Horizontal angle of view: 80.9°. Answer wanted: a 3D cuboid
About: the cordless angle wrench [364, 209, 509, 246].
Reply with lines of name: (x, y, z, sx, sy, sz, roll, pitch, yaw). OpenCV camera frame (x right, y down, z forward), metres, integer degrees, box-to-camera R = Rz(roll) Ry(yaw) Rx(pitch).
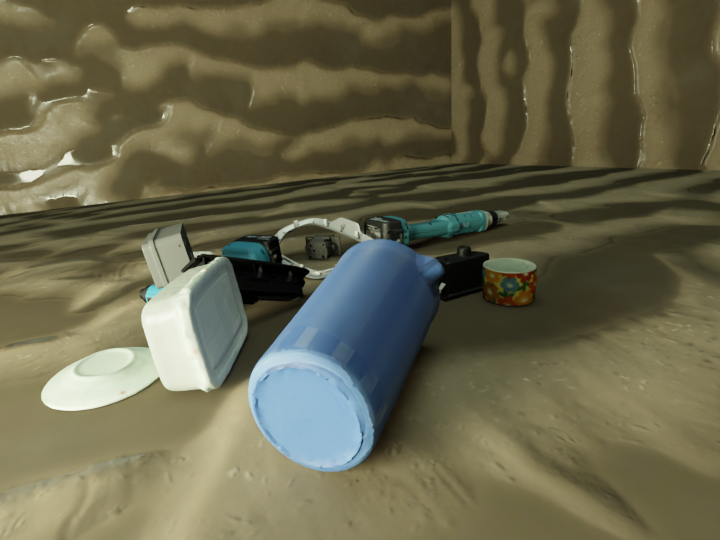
cordless angle wrench: (0.204, -0.107, 1.004, 0.408, 0.073, 0.103, -11, 18, -28)

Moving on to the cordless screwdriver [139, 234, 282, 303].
cordless screwdriver: (-0.254, 0.006, 0.753, 0.165, 0.073, 0.246, 2, 22, 21)

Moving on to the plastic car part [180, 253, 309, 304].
plastic car part: (-0.158, 0.017, 0.637, 0.193, 0.069, 0.067, 3, -32, -43)

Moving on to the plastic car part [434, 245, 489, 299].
plastic car part: (0.160, -0.003, 0.679, 0.113, 0.069, 0.069, -15, 20, -23)

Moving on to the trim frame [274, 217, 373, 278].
trim frame: (-0.085, -0.056, 0.874, 0.180, 0.026, 0.263, -35, 40, -30)
